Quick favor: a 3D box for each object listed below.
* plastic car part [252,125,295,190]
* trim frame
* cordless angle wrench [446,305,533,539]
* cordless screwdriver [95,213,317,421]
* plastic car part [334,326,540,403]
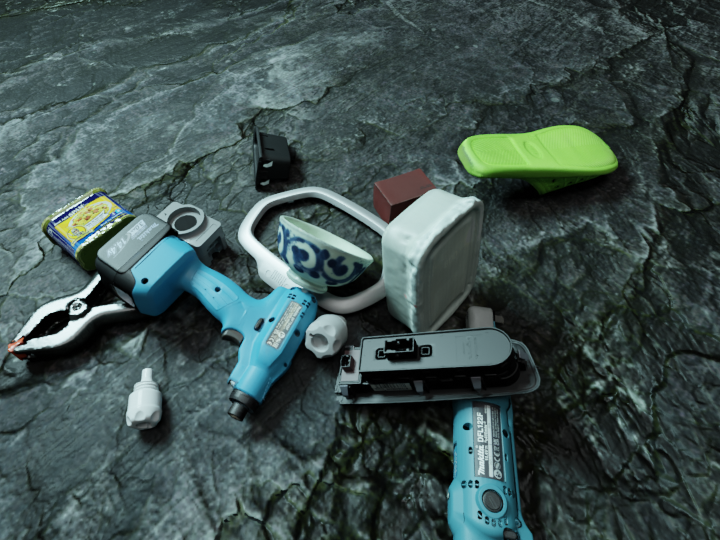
[{"bbox_3d":[-0.143,-0.193,0.702,0.069,0.065,0.121,4,47,-16],"label":"plastic car part"},{"bbox_3d":[-0.058,-0.038,0.594,0.259,0.027,0.182,34,59,23],"label":"trim frame"},{"bbox_3d":[0.111,0.209,0.369,0.099,0.072,0.431,6,50,5],"label":"cordless angle wrench"},{"bbox_3d":[-0.188,0.047,0.487,0.252,0.073,0.159,26,56,6],"label":"cordless screwdriver"},{"bbox_3d":[0.065,0.090,0.427,0.209,0.064,0.067,-6,39,21],"label":"plastic car part"}]
